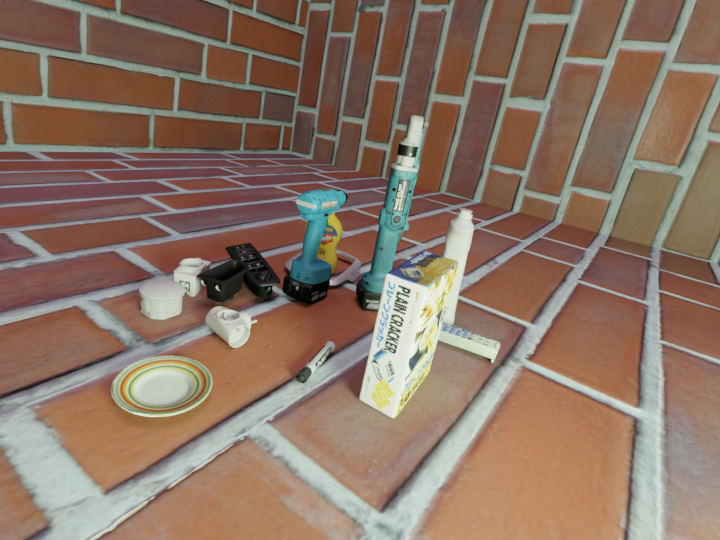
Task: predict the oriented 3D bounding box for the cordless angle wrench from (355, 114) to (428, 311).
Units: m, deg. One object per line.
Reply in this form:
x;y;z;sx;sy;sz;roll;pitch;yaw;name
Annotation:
0.073;-0.115;0.908;0.096;0.417;0.077;7;19;-11;cordless angle wrench

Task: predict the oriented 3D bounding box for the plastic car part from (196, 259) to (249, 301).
-0.278;0.028;0.879;0.068;0.070;0.114;16;21;17;plastic car part

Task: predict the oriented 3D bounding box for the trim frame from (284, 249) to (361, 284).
-0.093;-0.012;1.123;0.190;0.027;0.244;15;21;16;trim frame

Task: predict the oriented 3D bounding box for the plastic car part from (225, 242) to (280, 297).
-0.248;0.002;0.965;0.063;0.066;0.215;-4;24;-34;plastic car part

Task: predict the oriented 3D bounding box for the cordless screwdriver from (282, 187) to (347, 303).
-0.092;-0.060;0.939;0.078;0.245;0.154;20;21;25;cordless screwdriver
